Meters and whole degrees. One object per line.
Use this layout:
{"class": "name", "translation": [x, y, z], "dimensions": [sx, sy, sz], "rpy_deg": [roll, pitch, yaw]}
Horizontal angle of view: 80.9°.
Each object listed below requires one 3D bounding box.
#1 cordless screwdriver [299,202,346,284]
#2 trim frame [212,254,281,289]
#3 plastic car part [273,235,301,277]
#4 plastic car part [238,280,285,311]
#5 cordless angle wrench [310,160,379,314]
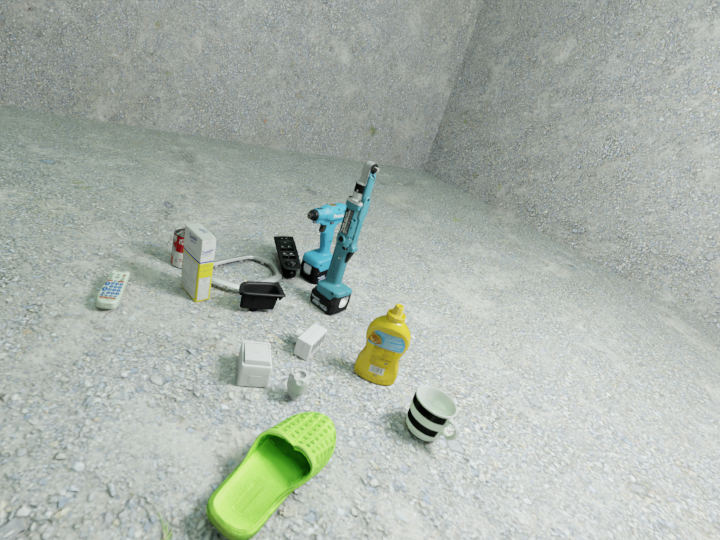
{"class": "cordless screwdriver", "translation": [-0.123, -0.081, 1.261], "dimensions": [0.078, 0.246, 0.153], "rpy_deg": [31, 27, 29]}
{"class": "trim frame", "translation": [-0.340, 0.002, 1.223], "dimensions": [0.193, 0.027, 0.240], "rpy_deg": [29, 28, 27]}
{"class": "plastic car part", "translation": [-0.233, -0.040, 1.328], "dimensions": [0.064, 0.066, 0.212], "rpy_deg": [6, 26, -22]}
{"class": "plastic car part", "translation": [-0.259, 0.071, 1.073], "dimensions": [0.112, 0.070, 0.069], "rpy_deg": [2, 28, -29]}
{"class": "cordless angle wrench", "translation": [-0.033, -0.083, 1.110], "dimensions": [0.103, 0.418, 0.071], "rpy_deg": [34, 28, 33]}
